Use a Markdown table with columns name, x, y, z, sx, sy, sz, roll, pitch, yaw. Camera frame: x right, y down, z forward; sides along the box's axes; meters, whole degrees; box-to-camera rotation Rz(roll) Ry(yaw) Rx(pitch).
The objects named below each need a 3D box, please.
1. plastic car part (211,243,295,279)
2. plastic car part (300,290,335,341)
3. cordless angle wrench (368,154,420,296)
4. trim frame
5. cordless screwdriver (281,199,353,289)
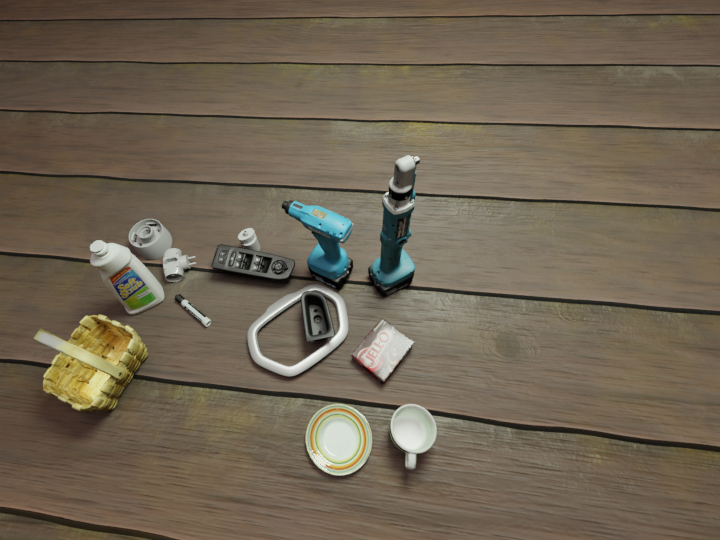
| name | x | y | z | sx | sy | sz | roll | pitch | yaw |
| --- | --- | --- | --- | --- | --- | --- | --- | --- | --- |
| plastic car part | -0.262 | -0.009 | 1.051 | 0.207 | 0.065 | 0.067 | 8 | 61 | 10 |
| plastic car part | -0.099 | 0.110 | 0.962 | 0.066 | 0.068 | 0.121 | -12 | 60 | -4 |
| cordless angle wrench | 0.072 | -0.077 | 0.858 | 0.097 | 0.409 | 0.077 | -24 | 63 | -12 |
| trim frame | -0.142 | 0.132 | 0.977 | 0.246 | 0.026 | 0.193 | -36 | 63 | -15 |
| cordless screwdriver | -0.094 | -0.062 | 0.963 | 0.165 | 0.241 | 0.074 | 26 | 64 | 16 |
